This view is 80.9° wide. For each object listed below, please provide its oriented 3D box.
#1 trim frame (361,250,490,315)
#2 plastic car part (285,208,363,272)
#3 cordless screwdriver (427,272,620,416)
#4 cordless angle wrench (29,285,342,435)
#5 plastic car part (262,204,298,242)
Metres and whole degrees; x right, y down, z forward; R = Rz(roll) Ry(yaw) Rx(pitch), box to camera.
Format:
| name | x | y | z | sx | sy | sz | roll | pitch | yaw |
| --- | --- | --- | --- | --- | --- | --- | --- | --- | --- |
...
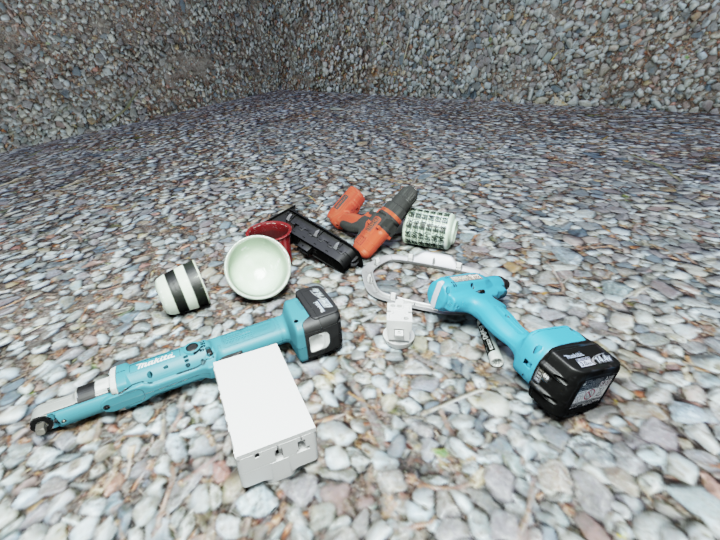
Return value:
| name | x | y | z | sx | sy | sz | roll | pitch | yaw |
| --- | --- | --- | --- | --- | --- | --- | --- | --- | --- |
| trim frame | 0.122 | 0.016 | 0.790 | 0.259 | 0.027 | 0.182 | 10 | 33 | 24 |
| plastic car part | -0.086 | -0.056 | 0.876 | 0.213 | 0.064 | 0.066 | 28 | 53 | 26 |
| cordless screwdriver | 0.232 | 0.080 | 0.606 | 0.153 | 0.073 | 0.263 | -7 | 32 | -30 |
| cordless angle wrench | -0.232 | 0.130 | 0.603 | 0.414 | 0.072 | 0.103 | -18 | 33 | -18 |
| plastic car part | -0.173 | -0.093 | 0.981 | 0.074 | 0.064 | 0.114 | 31 | 46 | 23 |
